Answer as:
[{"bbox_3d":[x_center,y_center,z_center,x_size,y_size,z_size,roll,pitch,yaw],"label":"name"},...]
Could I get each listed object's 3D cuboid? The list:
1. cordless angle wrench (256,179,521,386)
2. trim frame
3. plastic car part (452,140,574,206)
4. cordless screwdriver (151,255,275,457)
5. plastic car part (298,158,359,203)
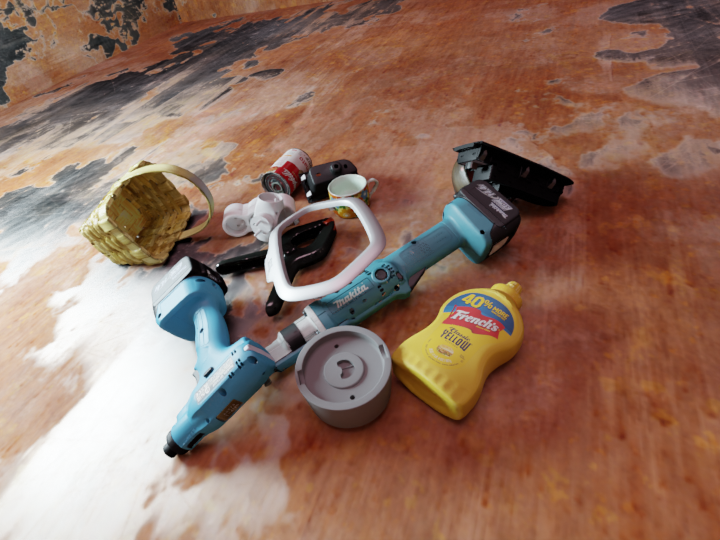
[{"bbox_3d":[0.030,0.018,0.581,0.418,0.072,0.102,-33,64,-13],"label":"cordless angle wrench"},{"bbox_3d":[-0.062,-0.040,0.629,0.184,0.026,0.260,-25,37,1],"label":"trim frame"},{"bbox_3d":[0.239,-0.141,0.649,0.196,0.067,0.068,10,-7,-20],"label":"plastic car part"},{"bbox_3d":[-0.219,0.100,0.557,0.159,0.070,0.263,-47,45,1],"label":"cordless screwdriver"},{"bbox_3d":[-0.056,-0.185,0.819,0.116,0.070,0.067,-19,80,-4],"label":"plastic car part"}]
